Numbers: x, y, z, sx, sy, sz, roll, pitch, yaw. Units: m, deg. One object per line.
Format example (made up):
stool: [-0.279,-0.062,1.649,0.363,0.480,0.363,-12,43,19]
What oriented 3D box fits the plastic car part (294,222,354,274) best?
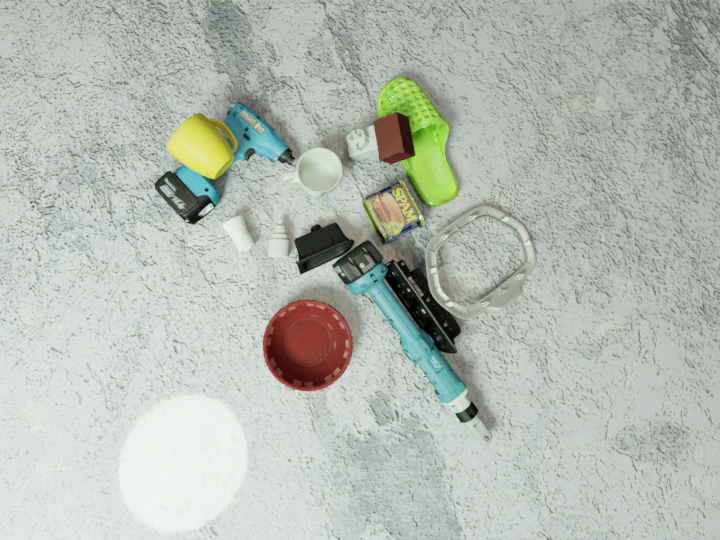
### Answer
plastic car part: [-0.079,-0.052,0.806,0.115,0.064,0.073,-28,72,-9]

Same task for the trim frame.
trim frame: [0.231,-0.018,0.803,0.245,0.028,0.185,-33,87,-18]

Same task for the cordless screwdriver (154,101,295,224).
cordless screwdriver: [-0.255,-0.191,0.811,0.160,0.074,0.248,41,79,2]

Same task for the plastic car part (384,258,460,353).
plastic car part: [0.120,0.063,0.796,0.065,0.067,0.205,-27,82,-32]

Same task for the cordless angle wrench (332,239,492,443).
cordless angle wrench: [0.104,0.138,0.769,0.074,0.098,0.424,-36,88,-11]
